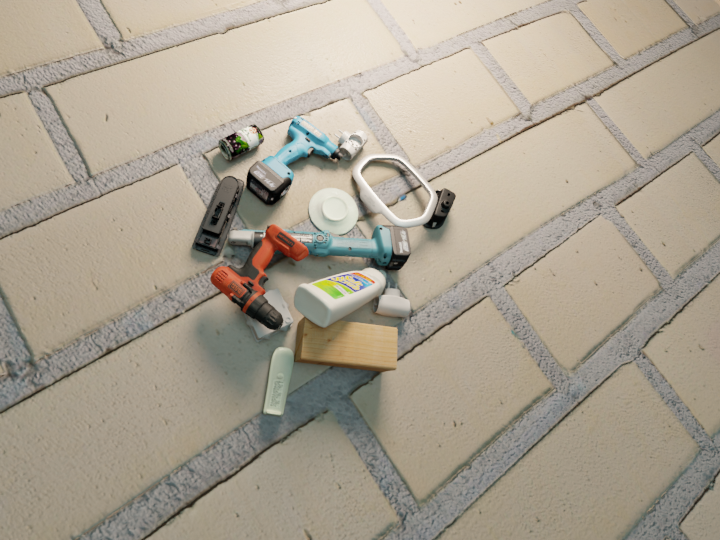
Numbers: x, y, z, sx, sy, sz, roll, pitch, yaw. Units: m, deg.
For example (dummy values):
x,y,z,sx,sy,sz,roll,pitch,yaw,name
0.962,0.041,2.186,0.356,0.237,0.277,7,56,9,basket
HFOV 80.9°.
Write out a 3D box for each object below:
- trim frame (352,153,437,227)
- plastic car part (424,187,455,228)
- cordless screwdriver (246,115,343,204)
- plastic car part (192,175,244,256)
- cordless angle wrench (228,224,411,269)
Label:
x,y,z,sx,sy,sz,roll,pitch,yaw,name
0.088,-0.212,1.096,0.181,0.027,0.257,-30,71,-22,trim frame
0.213,-0.168,1.106,0.066,0.071,0.117,27,64,-5,plastic car part
-0.162,-0.266,1.057,0.159,0.074,0.248,35,63,-1,cordless screwdriver
-0.327,-0.140,0.981,0.066,0.066,0.206,15,66,-3,plastic car part
-0.098,-0.064,0.999,0.417,0.073,0.101,3,59,-8,cordless angle wrench
